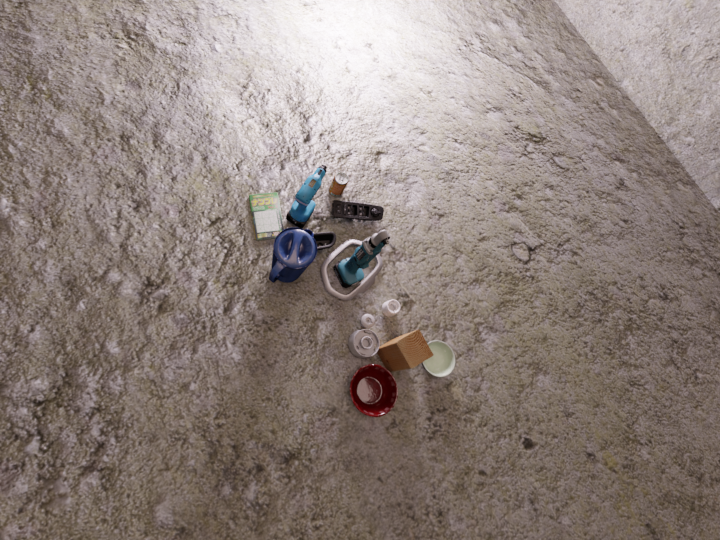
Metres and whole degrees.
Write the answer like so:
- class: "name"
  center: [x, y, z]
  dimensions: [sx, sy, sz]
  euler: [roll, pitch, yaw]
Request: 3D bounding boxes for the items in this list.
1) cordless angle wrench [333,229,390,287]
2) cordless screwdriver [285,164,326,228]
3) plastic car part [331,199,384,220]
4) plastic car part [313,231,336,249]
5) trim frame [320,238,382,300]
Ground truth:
- class: "cordless angle wrench"
  center: [0.007, -0.043, 1.330]
  dimensions: [0.073, 0.424, 0.100]
  euler: [-22, 81, -21]
- class: "cordless screwdriver"
  center: [-0.182, -0.254, 1.461]
  dimensions: [0.074, 0.249, 0.159]
  euler: [32, 68, -5]
- class: "plastic car part"
  center: [-0.013, -0.214, 1.579]
  dimensions: [0.199, 0.067, 0.067]
  euler: [2, 72, -11]
- class: "plastic car part"
  center: [-0.147, -0.096, 1.508]
  dimensions: [0.114, 0.071, 0.067]
  euler: [-7, 74, -15]
- class: "trim frame"
  center: [-0.031, -0.005, 1.522]
  dimensions: [0.186, 0.027, 0.246]
  euler: [44, 68, 6]
